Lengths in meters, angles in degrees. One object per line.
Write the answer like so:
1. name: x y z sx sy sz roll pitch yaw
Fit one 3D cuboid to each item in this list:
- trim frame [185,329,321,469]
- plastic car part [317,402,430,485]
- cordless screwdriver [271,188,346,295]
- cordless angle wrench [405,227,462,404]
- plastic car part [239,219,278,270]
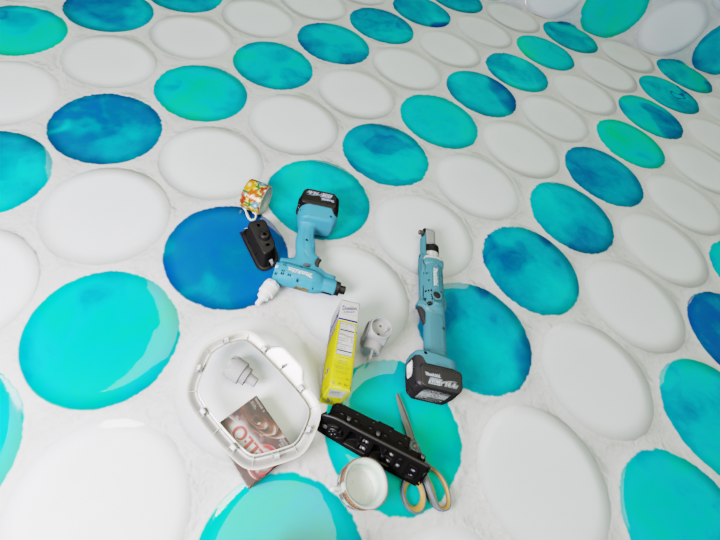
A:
1. trim frame: -0.181 0.211 0.720 0.256 0.027 0.181 41 56 15
2. plastic car part: 0.019 0.289 0.734 0.207 0.065 0.067 21 43 9
3. cordless screwdriver: -0.094 -0.061 0.958 0.158 0.073 0.253 14 57 -5
4. cordless angle wrench: 0.155 0.068 0.929 0.097 0.073 0.433 12 51 -8
5. plastic car part: -0.217 -0.066 0.932 0.064 0.070 0.122 -17 59 -24
